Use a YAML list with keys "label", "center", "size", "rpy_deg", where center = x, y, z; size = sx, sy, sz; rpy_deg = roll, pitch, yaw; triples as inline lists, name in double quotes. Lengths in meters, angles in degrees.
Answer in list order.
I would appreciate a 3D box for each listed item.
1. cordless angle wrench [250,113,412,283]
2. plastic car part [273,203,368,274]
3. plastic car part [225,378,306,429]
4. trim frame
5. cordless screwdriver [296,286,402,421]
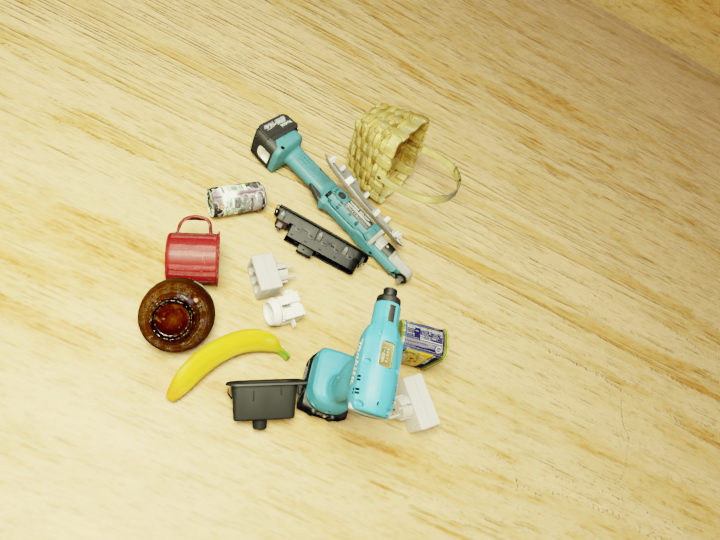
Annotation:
- label: "cordless angle wrench"
  center: [-0.050, -0.138, 0.856]
  size: [0.428, 0.074, 0.096]
  rpy_deg: [46, 56, 6]
- label: "plastic car part"
  center: [-0.078, -0.051, 0.797]
  size: [0.201, 0.066, 0.067]
  rpy_deg: [25, 66, -6]
- label: "plastic car part"
  center: [-0.143, 0.198, 0.632]
  size: [0.113, 0.067, 0.072]
  rpy_deg: [-1, 77, -19]
- label: "trim frame"
  center: [0.012, -0.135, 0.808]
  size: [0.234, 0.028, 0.194]
  rpy_deg: [38, 14, -44]
- label: "cordless screwdriver"
  center: [-0.013, 0.129, 0.599]
  size: [0.073, 0.250, 0.161]
  rpy_deg: [21, 62, -14]
